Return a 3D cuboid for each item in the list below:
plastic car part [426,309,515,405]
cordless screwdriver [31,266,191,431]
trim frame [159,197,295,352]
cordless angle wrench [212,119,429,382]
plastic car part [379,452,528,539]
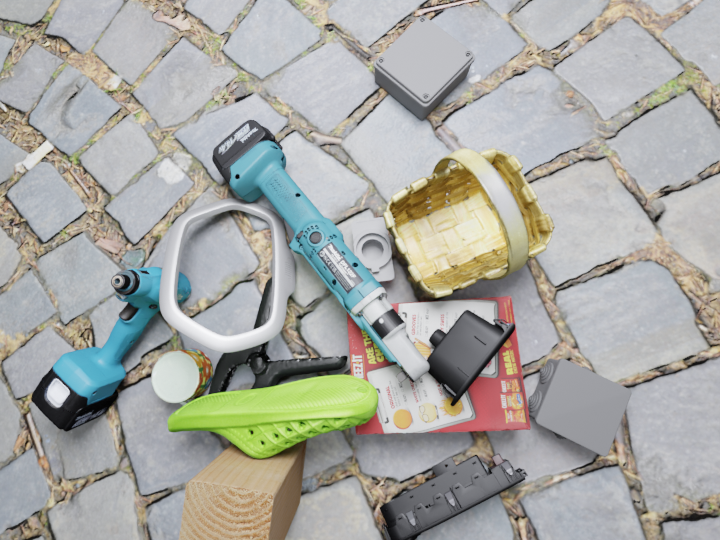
[{"bbox_3d":[0.121,0.094,0.507,0.116,0.063,0.074,-48,63,-1],"label":"plastic car part"},{"bbox_3d":[-0.349,0.098,0.583,0.076,0.156,0.248,37,88,6],"label":"cordless screwdriver"},{"bbox_3d":[-0.182,-0.004,0.597,0.180,0.027,0.257,1,55,-12],"label":"trim frame"},{"bbox_3d":[-0.056,-0.037,0.572,0.098,0.071,0.440,-40,68,1],"label":"cordless angle wrench"},{"bbox_3d":[0.107,0.288,0.541,0.203,0.064,0.069,-33,71,0],"label":"plastic car part"}]
